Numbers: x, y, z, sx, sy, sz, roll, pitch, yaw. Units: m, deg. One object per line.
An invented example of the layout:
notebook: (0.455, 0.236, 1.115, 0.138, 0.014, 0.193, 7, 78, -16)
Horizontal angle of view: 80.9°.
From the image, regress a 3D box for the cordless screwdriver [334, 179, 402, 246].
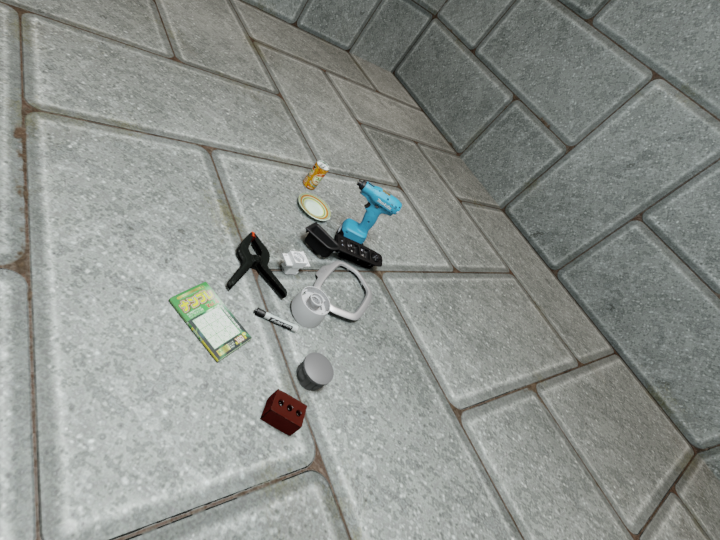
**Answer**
cordless screwdriver: (-0.002, -0.176, 1.382, 0.155, 0.251, 0.076, 33, 36, -14)

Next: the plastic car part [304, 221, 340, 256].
plastic car part: (-0.129, -0.084, 1.319, 0.118, 0.071, 0.064, 46, 35, 7)

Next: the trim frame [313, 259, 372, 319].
trim frame: (-0.052, 0.055, 1.275, 0.184, 0.028, 0.246, 40, 35, -1)

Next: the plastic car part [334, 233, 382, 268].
plastic car part: (-0.012, -0.050, 1.394, 0.194, 0.067, 0.069, 18, 41, -29)
